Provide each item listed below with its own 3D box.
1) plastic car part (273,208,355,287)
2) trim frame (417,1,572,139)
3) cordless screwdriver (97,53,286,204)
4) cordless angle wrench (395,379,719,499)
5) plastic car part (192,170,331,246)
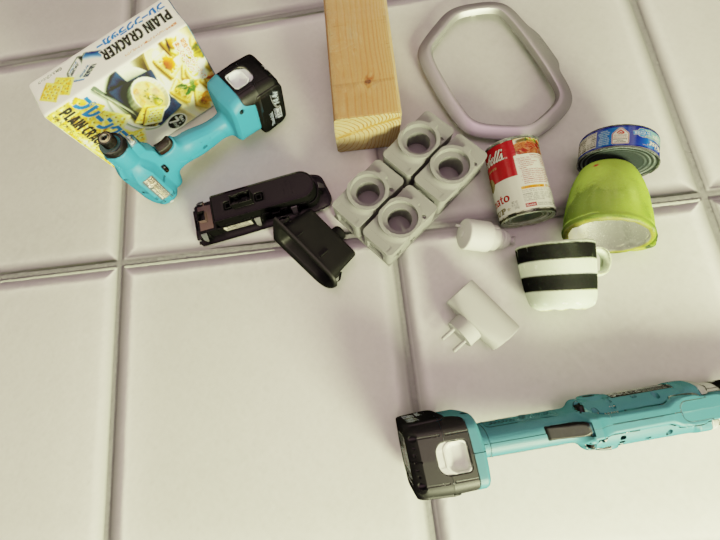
[{"bbox_3d":[-0.056,-0.036,0.570,0.119,0.065,0.070,41,69,11],"label":"plastic car part"},{"bbox_3d":[0.194,-0.294,0.620,0.184,0.027,0.256,-25,72,1],"label":"trim frame"},{"bbox_3d":[-0.226,-0.201,0.584,0.248,0.155,0.076,-40,78,-7],"label":"cordless screwdriver"},{"bbox_3d":[0.256,0.165,0.461,0.423,0.096,0.076,-10,76,0],"label":"cordless angle wrench"},{"bbox_3d":[-0.144,-0.098,0.596,0.203,0.065,0.068,-14,68,1],"label":"plastic car part"}]
